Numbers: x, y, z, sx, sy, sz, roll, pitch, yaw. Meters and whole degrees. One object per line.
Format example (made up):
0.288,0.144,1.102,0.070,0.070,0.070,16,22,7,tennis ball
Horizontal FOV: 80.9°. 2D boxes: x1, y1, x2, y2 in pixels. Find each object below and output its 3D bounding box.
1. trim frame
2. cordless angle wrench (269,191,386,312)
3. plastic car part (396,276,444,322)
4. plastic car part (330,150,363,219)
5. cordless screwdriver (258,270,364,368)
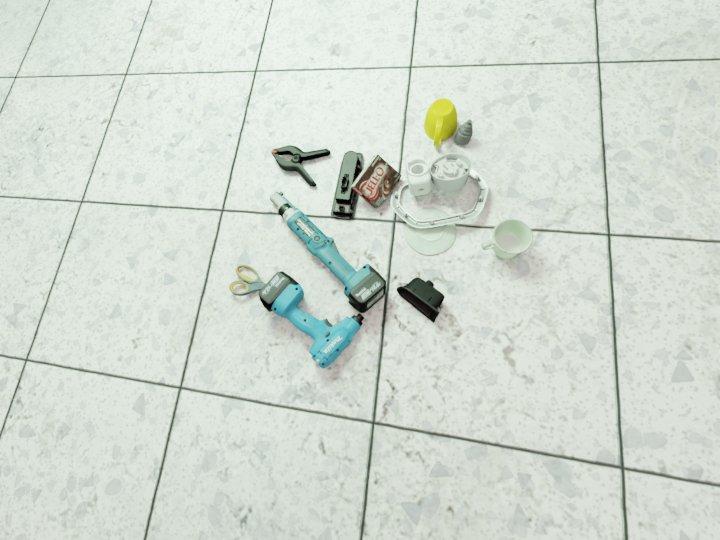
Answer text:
0.202,-0.197,1.095,0.252,0.026,0.190,-12,59,9,trim frame
-0.108,-0.071,1.109,0.097,0.072,0.442,-39,65,-14,cordless angle wrench
0.154,0.057,1.019,0.070,0.064,0.122,-40,65,-20,plastic car part
-0.038,-0.245,1.159,0.068,0.064,0.205,5,70,19,plastic car part
-0.123,0.100,1.050,0.256,0.073,0.158,41,74,15,cordless screwdriver
